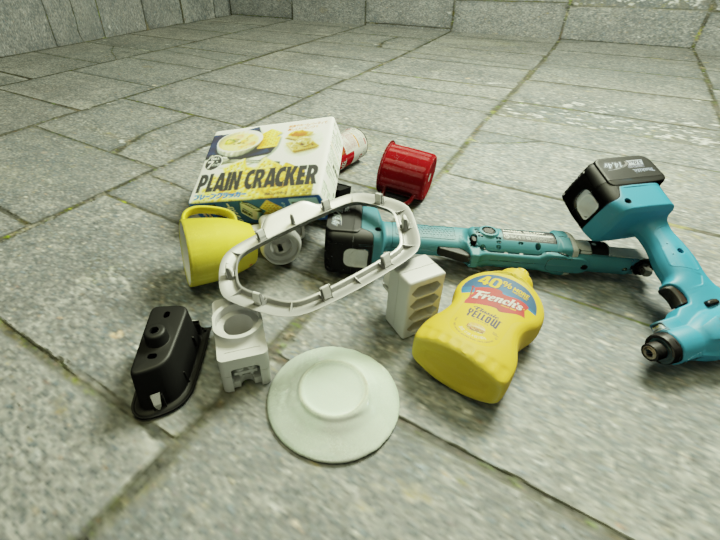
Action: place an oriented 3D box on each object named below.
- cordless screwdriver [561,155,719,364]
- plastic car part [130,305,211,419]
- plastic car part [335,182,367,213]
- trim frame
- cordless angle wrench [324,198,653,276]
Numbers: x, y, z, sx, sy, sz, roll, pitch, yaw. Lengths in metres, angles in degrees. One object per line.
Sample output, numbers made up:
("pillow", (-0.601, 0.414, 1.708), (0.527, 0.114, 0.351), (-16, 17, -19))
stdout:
("cordless screwdriver", (0.331, -0.017, 0.492), (0.156, 0.073, 0.259), (-13, 60, -14))
("plastic car part", (-0.200, 0.080, 0.433), (0.066, 0.069, 0.120), (-4, 35, -4))
("plastic car part", (-0.082, -0.130, 0.707), (0.213, 0.065, 0.065), (17, 32, 28))
("trim frame", (-0.048, -0.032, 0.493), (0.245, 0.026, 0.195), (-29, 41, -17))
("cordless angle wrench", (0.165, -0.031, 0.571), (0.426, 0.072, 0.100), (5, 39, 4))
